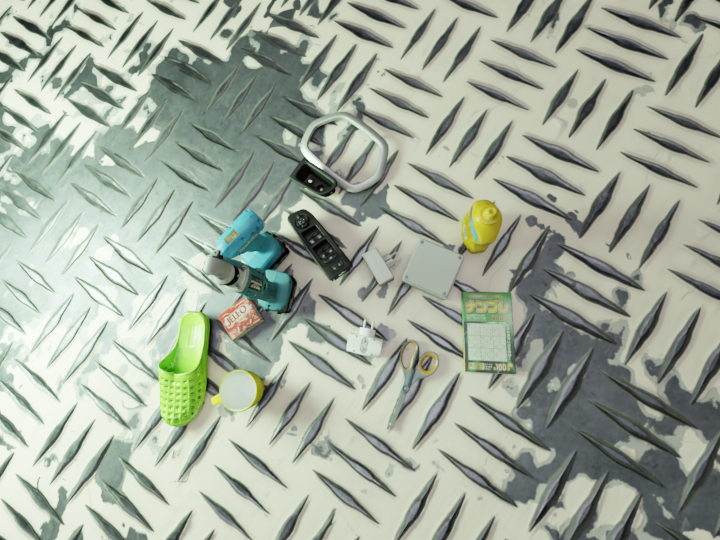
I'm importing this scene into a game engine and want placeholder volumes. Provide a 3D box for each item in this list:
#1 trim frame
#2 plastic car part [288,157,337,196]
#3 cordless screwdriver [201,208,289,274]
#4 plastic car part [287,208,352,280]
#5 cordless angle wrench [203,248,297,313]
[{"bbox_3d":[-0.043,-0.308,1.093,0.256,0.027,0.184,42,87,15],"label":"trim frame"},{"bbox_3d":[-0.110,-0.219,1.063,0.120,0.069,0.066,35,85,14],"label":"plastic car part"},{"bbox_3d":[-0.256,-0.039,0.959,0.076,0.243,0.159,42,86,10],"label":"cordless screwdriver"},{"bbox_3d":[-0.101,-0.066,1.030,0.066,0.065,0.209,-38,75,-1],"label":"plastic car part"},{"bbox_3d":[-0.215,0.026,0.850,0.076,0.413,0.098,12,82,7],"label":"cordless angle wrench"}]
